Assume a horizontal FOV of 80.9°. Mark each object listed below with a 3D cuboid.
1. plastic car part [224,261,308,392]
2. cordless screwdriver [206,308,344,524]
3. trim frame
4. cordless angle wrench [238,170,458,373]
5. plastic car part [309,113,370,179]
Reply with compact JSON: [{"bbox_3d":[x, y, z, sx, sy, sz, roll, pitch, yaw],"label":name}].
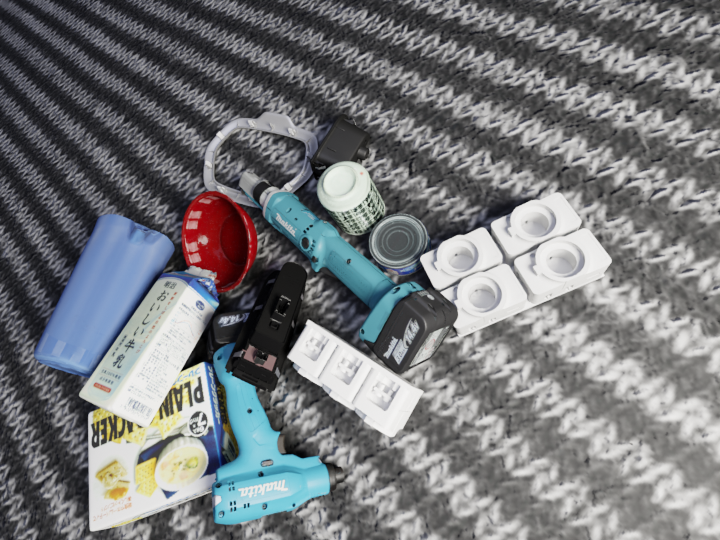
[{"bbox_3d":[-0.113,0.054,0.566,0.066,0.066,0.206,20,34,-7],"label":"plastic car part"},{"bbox_3d":[-0.121,0.175,0.558,0.154,0.074,0.259,-3,56,-21],"label":"cordless screwdriver"},{"bbox_3d":[-0.192,-0.207,0.775,0.261,0.026,0.184,20,77,28],"label":"trim frame"},{"bbox_3d":[-0.059,-0.039,0.607,0.446,0.071,0.097,42,122,33],"label":"cordless angle wrench"},{"bbox_3d":[-0.024,-0.197,0.692,0.073,0.064,0.116,30,79,11],"label":"plastic car part"}]
